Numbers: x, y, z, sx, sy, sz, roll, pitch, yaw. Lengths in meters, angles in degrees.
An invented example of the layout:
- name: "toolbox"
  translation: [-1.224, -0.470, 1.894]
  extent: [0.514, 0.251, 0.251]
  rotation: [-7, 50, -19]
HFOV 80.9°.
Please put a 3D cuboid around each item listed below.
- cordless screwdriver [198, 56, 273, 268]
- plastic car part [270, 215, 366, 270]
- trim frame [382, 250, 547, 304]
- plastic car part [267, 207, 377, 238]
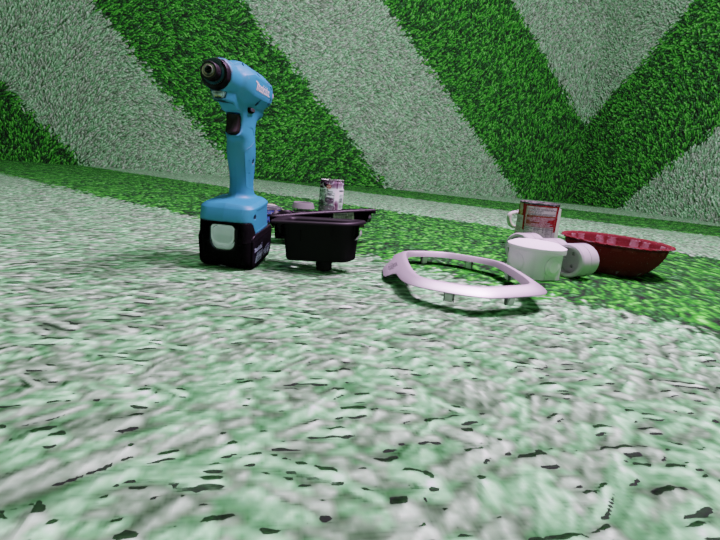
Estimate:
- name: "cordless screwdriver"
  translation: [-0.158, -0.127, 0.524]
  extent: [0.075, 0.246, 0.159]
  rotation: [7, 12, 4]
- name: "plastic car part"
  translation: [-0.055, -0.036, 0.558]
  extent: [0.119, 0.070, 0.065]
  rotation: [7, 12, 9]
- name: "trim frame"
  translation: [0.122, 0.004, 0.547]
  extent: [0.185, 0.027, 0.250]
  rotation: [5, 14, 2]
- name: "plastic car part"
  translation: [-0.074, -0.084, 0.753]
  extent: [0.195, 0.066, 0.069]
  rotation: [-2, 14, -26]
